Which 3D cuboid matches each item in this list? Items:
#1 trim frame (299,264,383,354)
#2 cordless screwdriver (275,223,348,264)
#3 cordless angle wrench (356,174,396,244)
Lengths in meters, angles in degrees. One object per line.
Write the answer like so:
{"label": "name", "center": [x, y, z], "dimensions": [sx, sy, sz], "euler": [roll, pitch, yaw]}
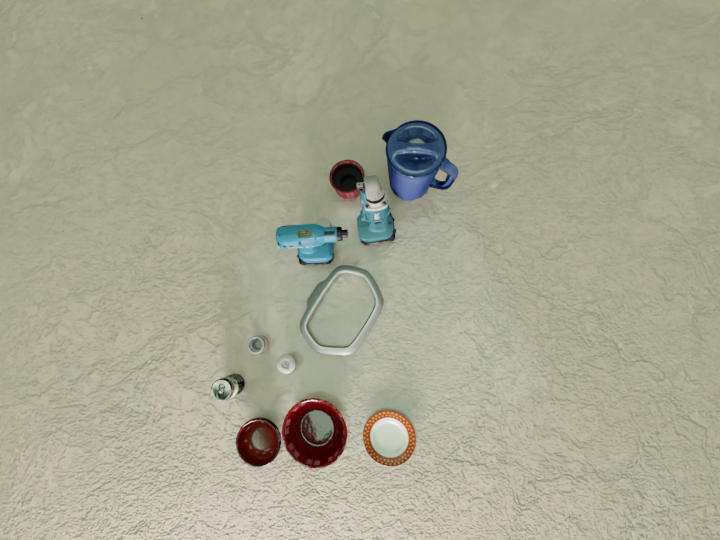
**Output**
{"label": "trim frame", "center": [-0.051, 0.104, 1.106], "dimensions": [0.189, 0.027, 0.248], "euler": [31, 86, 12]}
{"label": "cordless screwdriver", "center": [-0.101, -0.066, 1.033], "dimensions": [0.161, 0.244, 0.075], "euler": [-3, 83, 5]}
{"label": "cordless angle wrench", "center": [0.032, -0.131, 0.936], "dimensions": [0.099, 0.415, 0.075], "euler": [-8, 83, 3]}
